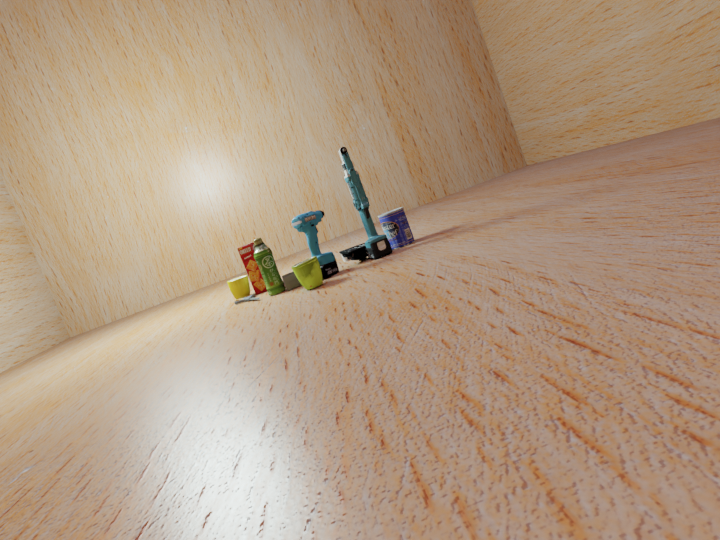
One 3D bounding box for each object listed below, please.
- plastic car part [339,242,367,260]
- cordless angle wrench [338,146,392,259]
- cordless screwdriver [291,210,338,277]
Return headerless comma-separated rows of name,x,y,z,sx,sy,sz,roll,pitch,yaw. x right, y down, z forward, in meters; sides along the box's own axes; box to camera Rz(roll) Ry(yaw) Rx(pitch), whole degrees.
plastic car part,0.017,-0.078,1.630,0.197,0.066,0.069,-27,9,-37
cordless angle wrench,0.003,-0.249,1.550,0.073,0.420,0.100,-21,4,-14
cordless screwdriver,-0.153,-0.100,1.563,0.077,0.247,0.154,-17,6,40
